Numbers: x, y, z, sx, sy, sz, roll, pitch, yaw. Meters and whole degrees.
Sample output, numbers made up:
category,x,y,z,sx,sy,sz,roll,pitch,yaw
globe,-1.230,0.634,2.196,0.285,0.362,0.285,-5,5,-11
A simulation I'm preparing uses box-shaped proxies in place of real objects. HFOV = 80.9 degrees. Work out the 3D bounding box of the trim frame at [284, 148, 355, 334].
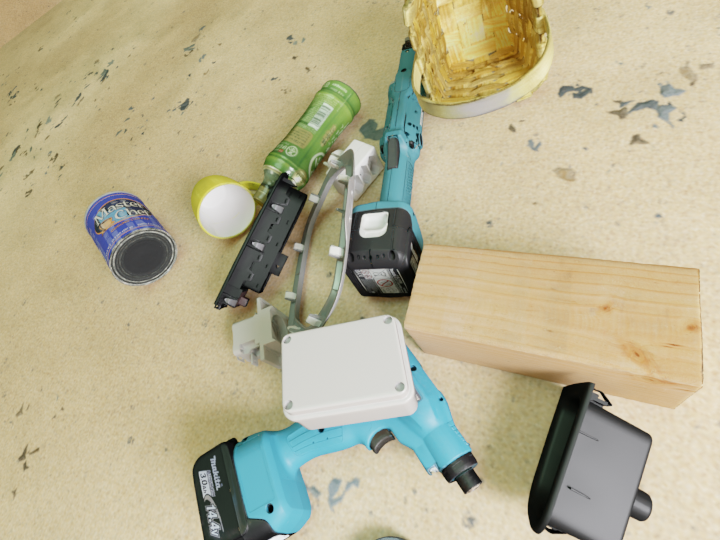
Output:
category,x,y,z,sx,sy,sz,roll,pitch,yaw
trim frame,-0.048,-0.032,0.495,0.186,0.027,0.254,-42,34,51

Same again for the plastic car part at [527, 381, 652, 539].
category,x,y,z,sx,sy,sz,roll,pitch,yaw
plastic car part,0.182,0.155,0.325,0.073,0.063,0.117,19,74,17

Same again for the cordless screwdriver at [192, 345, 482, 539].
category,x,y,z,sx,sy,sz,roll,pitch,yaw
cordless screwdriver,-0.027,0.184,0.400,0.248,0.070,0.168,-35,53,-1

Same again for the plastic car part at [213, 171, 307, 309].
category,x,y,z,sx,sy,sz,roll,pitch,yaw
plastic car part,-0.125,-0.036,0.563,0.068,0.065,0.203,21,87,6

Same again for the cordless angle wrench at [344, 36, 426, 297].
category,x,y,z,sx,sy,sz,roll,pitch,yaw
cordless angle wrench,0.053,-0.169,0.562,0.077,0.093,0.431,-5,56,22
